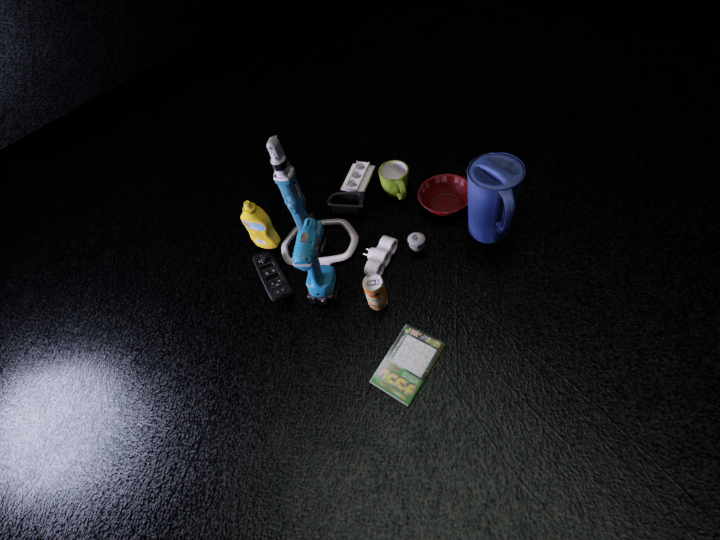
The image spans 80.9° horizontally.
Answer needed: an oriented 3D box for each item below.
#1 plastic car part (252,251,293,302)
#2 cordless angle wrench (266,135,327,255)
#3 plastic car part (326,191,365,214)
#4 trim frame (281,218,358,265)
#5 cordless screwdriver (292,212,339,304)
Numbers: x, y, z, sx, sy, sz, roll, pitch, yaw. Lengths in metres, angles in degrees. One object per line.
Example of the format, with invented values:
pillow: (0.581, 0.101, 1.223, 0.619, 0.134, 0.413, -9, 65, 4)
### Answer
plastic car part: (-0.258, 0.020, 1.250, 0.066, 0.064, 0.214, -30, 53, -8)
cordless angle wrench: (-0.179, -0.193, 1.167, 0.077, 0.404, 0.099, 6, 56, 16)
plastic car part: (-0.043, -0.209, 1.353, 0.120, 0.068, 0.067, 2, 55, 16)
trim frame: (-0.128, -0.084, 1.312, 0.253, 0.026, 0.189, -6, 54, 12)
cordless screwdriver: (-0.116, -0.023, 1.131, 0.076, 0.238, 0.163, -1, 55, 12)
